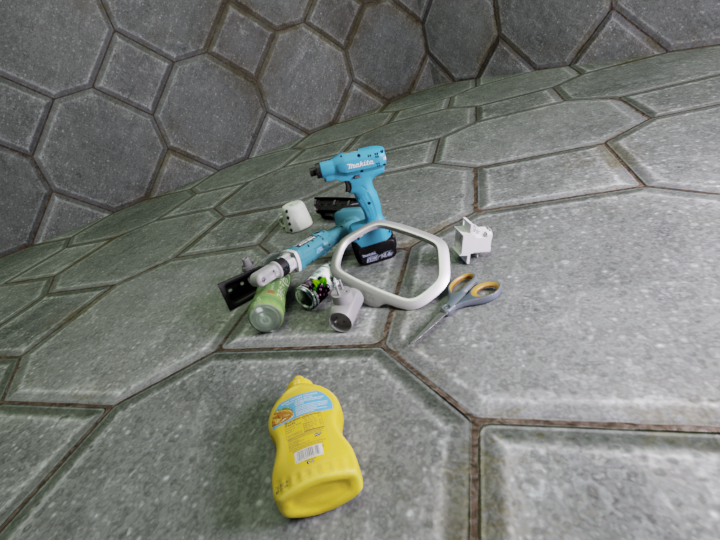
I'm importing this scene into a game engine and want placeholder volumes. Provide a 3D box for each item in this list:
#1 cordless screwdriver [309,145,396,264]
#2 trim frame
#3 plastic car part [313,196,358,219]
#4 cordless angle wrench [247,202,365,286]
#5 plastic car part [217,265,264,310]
[{"bbox_3d":[-0.011,-0.135,0.916,0.160,0.241,0.076,-11,24,1],"label":"cordless screwdriver"},{"bbox_3d":[0.053,-0.015,0.816,0.262,0.026,0.183,23,66,33],"label":"trim frame"},{"bbox_3d":[-0.063,-0.178,1.236,0.213,0.063,0.066,5,43,39],"label":"plastic car part"},{"bbox_3d":[-0.093,-0.061,0.955,0.102,0.072,0.414,0,24,34],"label":"cordless angle wrench"},{"bbox_3d":[-0.273,0.035,0.982,0.114,0.065,0.074,-29,13,-28],"label":"plastic car part"}]
